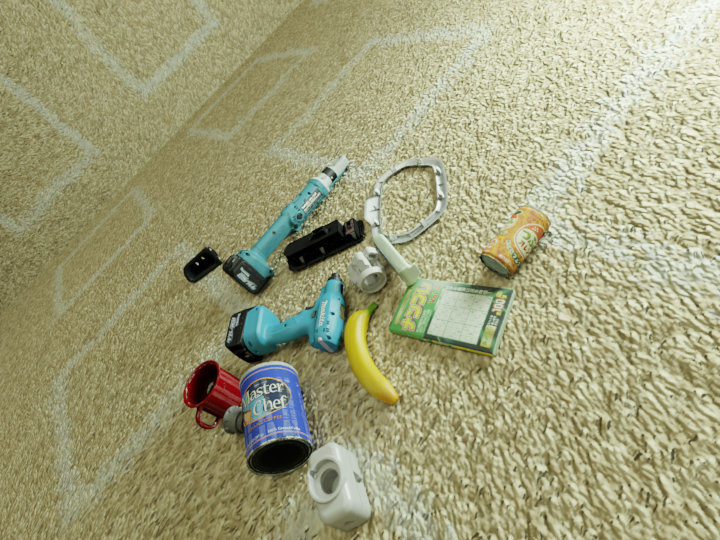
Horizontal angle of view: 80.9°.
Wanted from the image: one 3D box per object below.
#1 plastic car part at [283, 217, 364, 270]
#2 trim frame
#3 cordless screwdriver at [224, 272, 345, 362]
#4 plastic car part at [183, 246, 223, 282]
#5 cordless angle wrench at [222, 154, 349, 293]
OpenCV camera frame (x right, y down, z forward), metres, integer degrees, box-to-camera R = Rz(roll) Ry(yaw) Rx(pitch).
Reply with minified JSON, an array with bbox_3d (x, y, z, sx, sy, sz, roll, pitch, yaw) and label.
[{"bbox_3d":[-0.092,-0.060,0.939,0.207,0.063,0.069,-27,48,23],"label":"plastic car part"},{"bbox_3d":[0.092,-0.155,0.890,0.190,0.026,0.255,-19,47,28],"label":"trim frame"},{"bbox_3d":[-0.143,0.093,0.838,0.257,0.070,0.163,-14,47,26],"label":"cordless screwdriver"},{"bbox_3d":[-0.457,-0.025,1.220,0.118,0.063,0.073,-35,24,16],"label":"plastic car part"},{"bbox_3d":[-0.164,-0.134,1.043,0.078,0.093,0.422,18,65,51],"label":"cordless angle wrench"}]
